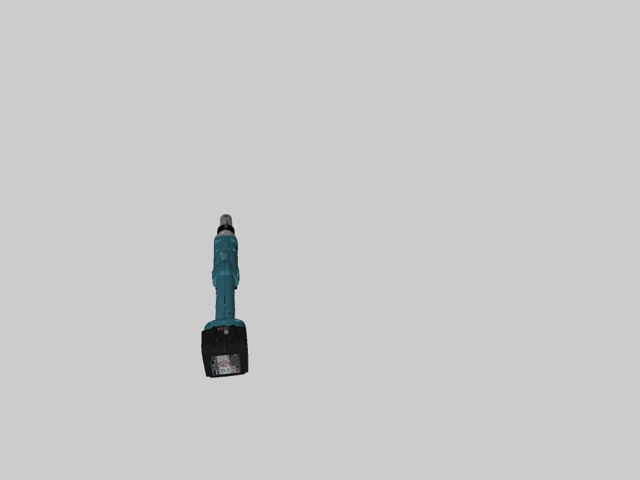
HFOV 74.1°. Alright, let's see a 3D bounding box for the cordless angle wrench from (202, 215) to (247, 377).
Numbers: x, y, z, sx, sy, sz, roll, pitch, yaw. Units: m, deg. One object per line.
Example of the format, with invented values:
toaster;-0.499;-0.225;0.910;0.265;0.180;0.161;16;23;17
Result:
cordless angle wrench;-0.194;0.076;0.869;0.074;0.098;0.421;-4;39;-10
